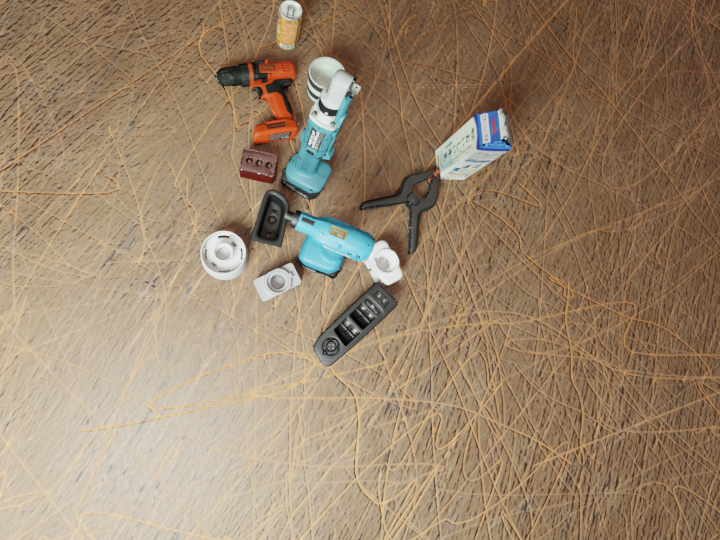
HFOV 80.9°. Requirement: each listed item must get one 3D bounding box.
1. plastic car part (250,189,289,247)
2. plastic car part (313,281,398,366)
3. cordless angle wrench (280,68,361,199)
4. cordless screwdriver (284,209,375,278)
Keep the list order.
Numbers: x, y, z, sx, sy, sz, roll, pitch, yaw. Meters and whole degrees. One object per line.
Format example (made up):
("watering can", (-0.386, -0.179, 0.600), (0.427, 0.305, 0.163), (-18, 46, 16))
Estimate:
("plastic car part", (-0.190, -0.107, 0.905), (0.065, 0.071, 0.117), (14, 78, -10))
("plastic car part", (-0.018, 0.114, 0.894), (0.201, 0.067, 0.066), (-43, 92, -14))
("cordless angle wrench", (-0.077, -0.233, 0.766), (0.097, 0.427, 0.074), (31, 76, -9))
("cordless screwdriver", (-0.080, -0.053, 0.821), (0.157, 0.251, 0.075), (23, 78, -9))
